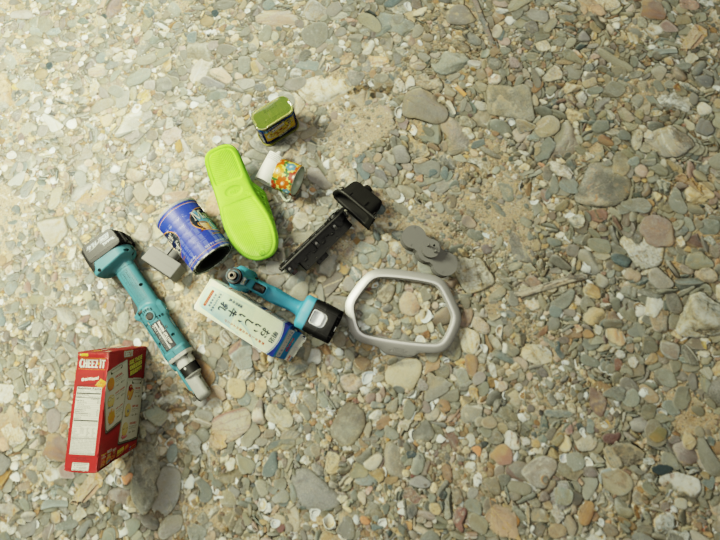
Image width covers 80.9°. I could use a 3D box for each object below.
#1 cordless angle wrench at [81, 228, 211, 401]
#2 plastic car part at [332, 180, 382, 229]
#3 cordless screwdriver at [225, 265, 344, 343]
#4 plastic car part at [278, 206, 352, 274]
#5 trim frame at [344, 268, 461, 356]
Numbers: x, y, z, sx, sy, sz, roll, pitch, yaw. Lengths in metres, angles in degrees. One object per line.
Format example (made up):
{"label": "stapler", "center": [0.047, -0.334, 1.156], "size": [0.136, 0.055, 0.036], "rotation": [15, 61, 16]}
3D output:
{"label": "cordless angle wrench", "center": [-0.454, 0.100, 0.927], "size": [0.098, 0.073, 0.429], "rotation": [-37, 82, -4]}
{"label": "plastic car part", "center": [0.002, -0.160, 0.950], "size": [0.070, 0.065, 0.119], "rotation": [-40, 78, -20]}
{"label": "cordless screwdriver", "center": [-0.160, 0.061, 0.868], "size": [0.252, 0.157, 0.074], "rotation": [27, 83, 4]}
{"label": "plastic car part", "center": [-0.091, -0.060, 0.933], "size": [0.067, 0.067, 0.202], "rotation": [42, 85, -3]}
{"label": "trim frame", "center": [0.090, 0.091, 0.912], "size": [0.250, 0.027, 0.186], "rotation": [6, 80, 3]}
